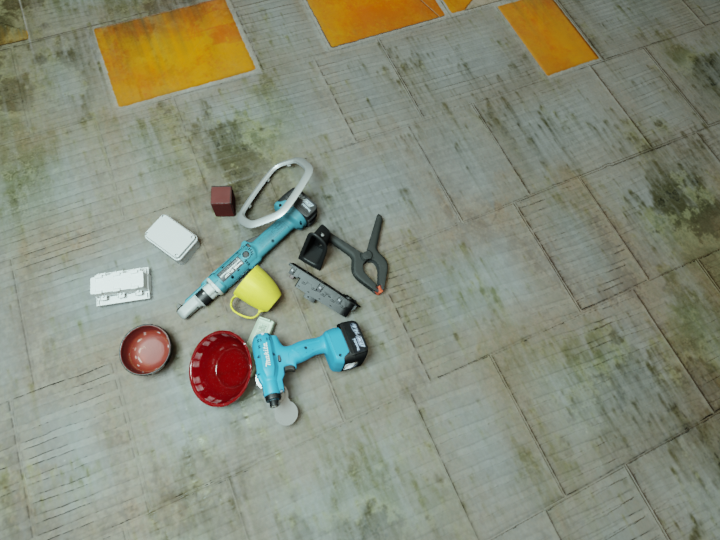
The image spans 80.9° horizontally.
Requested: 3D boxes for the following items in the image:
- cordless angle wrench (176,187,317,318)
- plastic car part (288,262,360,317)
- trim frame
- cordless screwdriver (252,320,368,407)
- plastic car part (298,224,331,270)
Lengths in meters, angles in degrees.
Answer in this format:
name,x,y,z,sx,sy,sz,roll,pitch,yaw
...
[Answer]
name,x,y,z,sx,sy,sz,roll,pitch,yaw
cordless angle wrench,-0.281,-0.035,1.049,0.100,0.073,0.420,42,76,9
plastic car part,-0.095,0.052,1.032,0.205,0.065,0.067,28,81,6
trim frame,-0.217,-0.201,1.077,0.194,0.026,0.249,8,60,35
cordless screwdriver,-0.107,0.202,0.935,0.243,0.073,0.166,-8,55,-16
plastic car part,-0.103,-0.067,1.055,0.067,0.115,0.071,30,48,2
